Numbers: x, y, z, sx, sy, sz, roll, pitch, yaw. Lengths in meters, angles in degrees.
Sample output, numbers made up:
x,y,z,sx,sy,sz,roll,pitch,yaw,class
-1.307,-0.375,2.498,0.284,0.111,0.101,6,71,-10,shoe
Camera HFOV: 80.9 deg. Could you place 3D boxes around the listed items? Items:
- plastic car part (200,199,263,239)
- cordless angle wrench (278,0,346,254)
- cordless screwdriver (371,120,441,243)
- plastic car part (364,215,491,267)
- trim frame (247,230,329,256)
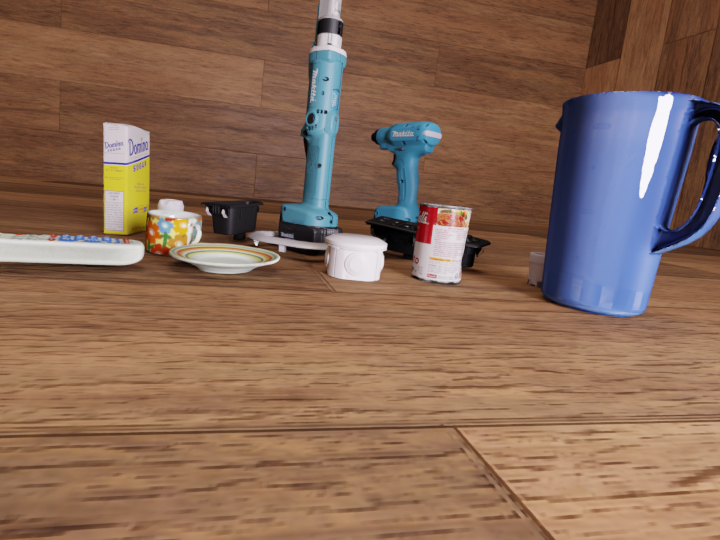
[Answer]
x,y,z,sx,sy,sz,roll,pitch,yaw,class
-0.219,-0.090,0.753,0.069,0.070,0.112,10,11,25,plastic car part
-0.065,-0.240,0.685,0.103,0.420,0.071,13,10,37,cordless angle wrench
0.071,-0.170,0.850,0.071,0.247,0.168,-1,11,-41,cordless screwdriver
0.107,-0.047,0.709,0.213,0.066,0.064,12,11,30,plastic car part
-0.070,-0.046,0.717,0.237,0.027,0.194,-3,14,-39,trim frame
